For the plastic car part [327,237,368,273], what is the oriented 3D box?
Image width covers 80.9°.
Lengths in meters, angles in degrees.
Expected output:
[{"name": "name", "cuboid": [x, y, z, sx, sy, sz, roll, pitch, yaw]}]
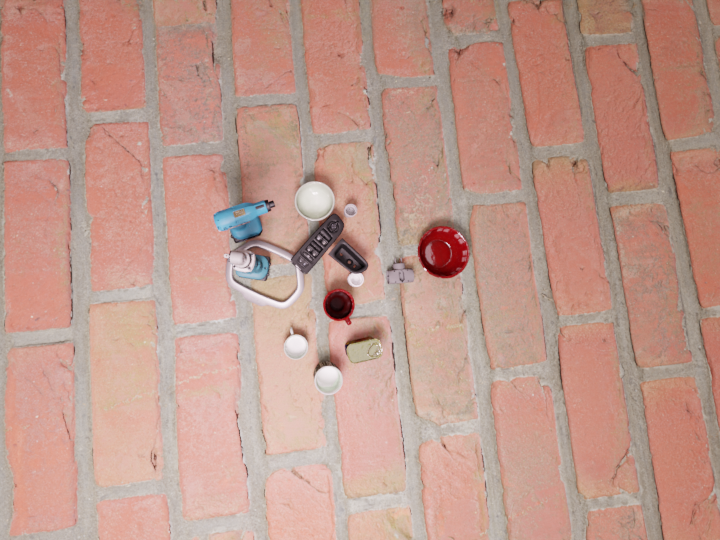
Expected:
[{"name": "plastic car part", "cuboid": [-0.036, -0.033, 1.280, 0.117, 0.071, 0.066, 42, 83, 0]}]

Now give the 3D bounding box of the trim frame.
[{"name": "trim frame", "cuboid": [-0.288, 0.014, 1.282, 0.248, 0.027, 0.184, 23, 83, -1]}]

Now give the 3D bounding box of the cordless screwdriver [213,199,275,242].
[{"name": "cordless screwdriver", "cuboid": [-0.312, -0.143, 1.187, 0.158, 0.250, 0.074, -20, 90, -8]}]

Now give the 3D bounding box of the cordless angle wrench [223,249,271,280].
[{"name": "cordless angle wrench", "cuboid": [-0.290, -0.018, 1.087, 0.097, 0.425, 0.074, 9, 86, -8]}]

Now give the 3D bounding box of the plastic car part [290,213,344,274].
[{"name": "plastic car part", "cuboid": [-0.125, -0.082, 1.283, 0.066, 0.067, 0.202, 40, 83, -2]}]
